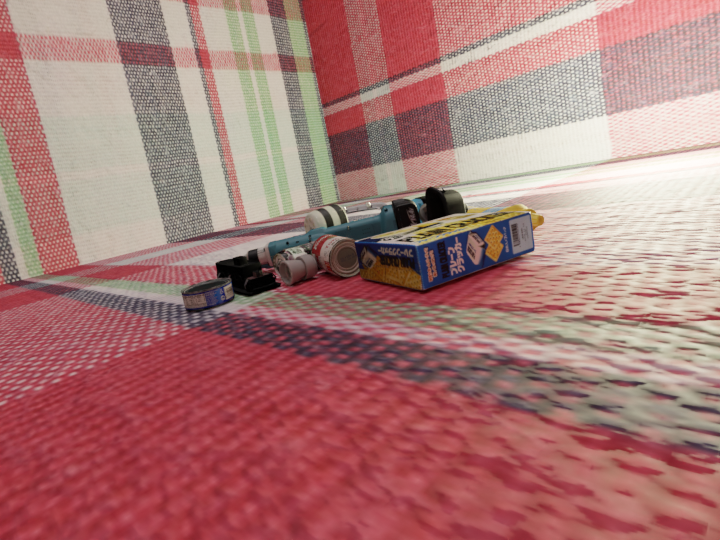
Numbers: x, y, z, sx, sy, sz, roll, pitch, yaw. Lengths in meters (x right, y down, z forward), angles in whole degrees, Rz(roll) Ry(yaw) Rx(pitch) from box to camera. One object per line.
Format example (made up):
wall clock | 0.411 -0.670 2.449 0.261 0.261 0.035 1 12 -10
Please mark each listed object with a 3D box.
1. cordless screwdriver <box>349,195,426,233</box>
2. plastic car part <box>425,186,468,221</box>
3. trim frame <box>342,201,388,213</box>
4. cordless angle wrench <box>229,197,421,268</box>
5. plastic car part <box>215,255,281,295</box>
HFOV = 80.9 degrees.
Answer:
cordless screwdriver | 0.084 -0.138 1.140 0.246 0.073 0.163 -17 12 -9
plastic car part | 0.169 -0.103 0.791 0.069 0.115 0.069 -11 8 -25
trim frame | -0.034 -0.104 1.039 0.259 0.026 0.185 -4 46 33
cordless angle wrench | -0.087 -0.057 0.894 0.428 0.096 0.075 -13 12 8
plastic car part | -0.232 0.006 0.806 0.064 0.066 0.212 -26 15 -33
